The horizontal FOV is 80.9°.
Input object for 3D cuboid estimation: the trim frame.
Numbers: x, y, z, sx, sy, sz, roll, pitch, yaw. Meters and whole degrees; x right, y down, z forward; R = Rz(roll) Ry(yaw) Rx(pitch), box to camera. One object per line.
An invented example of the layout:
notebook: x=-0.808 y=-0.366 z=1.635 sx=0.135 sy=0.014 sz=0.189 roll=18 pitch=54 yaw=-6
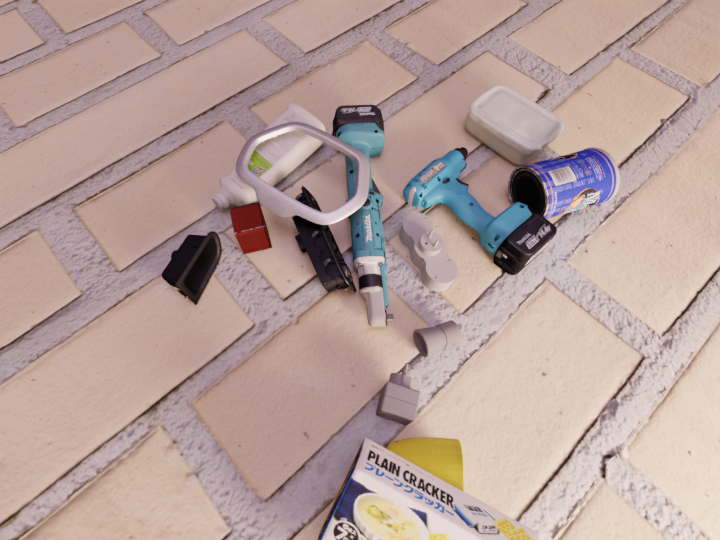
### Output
trim frame: x=-0.099 y=-0.172 z=0.731 sx=0.256 sy=0.027 sz=0.183 roll=31 pitch=67 yaw=15

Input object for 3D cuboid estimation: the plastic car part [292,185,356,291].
plastic car part: x=-0.070 y=-0.046 z=0.717 sx=0.067 sy=0.064 sz=0.211 roll=-30 pitch=65 yaw=-1

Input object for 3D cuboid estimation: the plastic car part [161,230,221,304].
plastic car part: x=-0.287 y=-0.013 z=0.706 sx=0.073 sy=0.063 sz=0.118 roll=7 pitch=59 yaw=17

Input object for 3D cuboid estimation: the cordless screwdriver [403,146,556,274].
cordless screwdriver: x=0.218 y=-0.119 z=0.749 sx=0.157 sy=0.072 sz=0.259 roll=-41 pitch=66 yaw=-19

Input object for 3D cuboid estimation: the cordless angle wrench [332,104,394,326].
cordless angle wrench: x=0.008 y=-0.109 z=0.747 sx=0.098 sy=0.072 sz=0.434 roll=-3 pitch=65 yaw=-3
